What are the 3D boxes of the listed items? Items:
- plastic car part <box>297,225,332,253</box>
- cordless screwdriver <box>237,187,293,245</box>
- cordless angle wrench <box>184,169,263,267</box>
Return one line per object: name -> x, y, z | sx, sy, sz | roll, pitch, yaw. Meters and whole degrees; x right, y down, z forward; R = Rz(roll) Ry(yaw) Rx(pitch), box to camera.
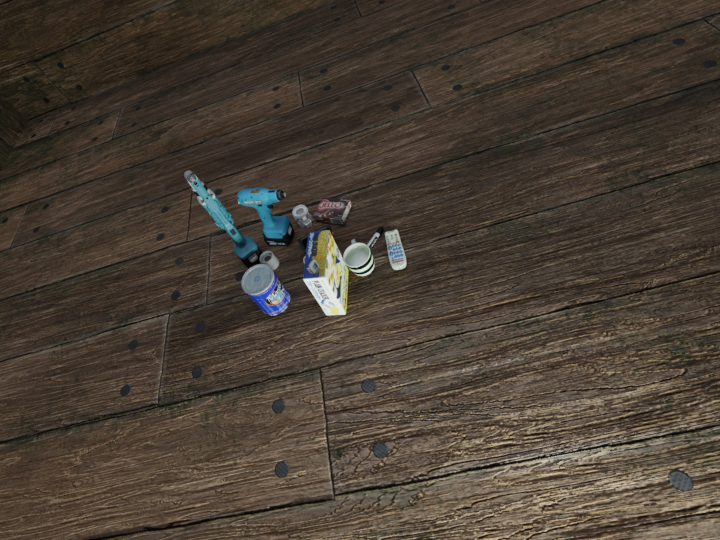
plastic car part -> -0.135, -0.088, 1.377 | 0.117, 0.067, 0.069 | -26, 52, 1
cordless screwdriver -> -0.283, -0.179, 1.388 | 0.164, 0.237, 0.076 | 1, 57, 19
cordless angle wrench -> -0.428, -0.159, 1.321 | 0.074, 0.402, 0.103 | -38, 54, -11
